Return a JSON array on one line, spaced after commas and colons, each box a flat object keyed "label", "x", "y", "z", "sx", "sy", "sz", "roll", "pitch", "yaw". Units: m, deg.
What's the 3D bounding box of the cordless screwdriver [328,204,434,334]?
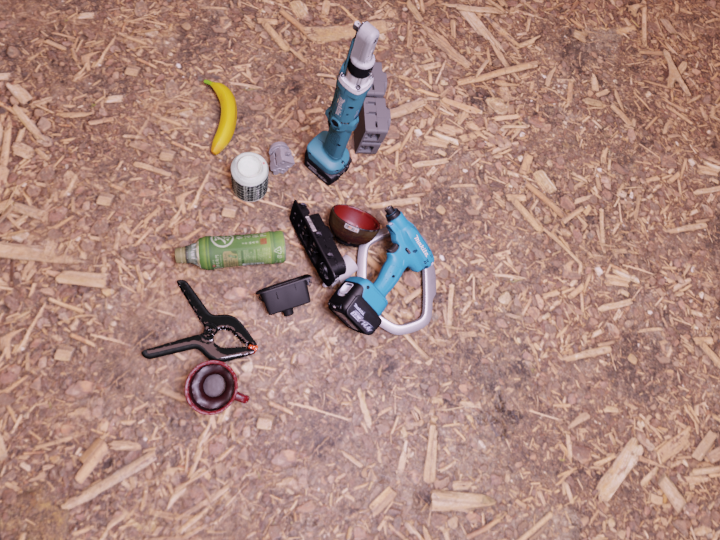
[{"label": "cordless screwdriver", "x": 0.036, "y": -0.003, "z": 0.857, "sx": 0.247, "sy": 0.078, "sz": 0.153, "roll": -47, "pitch": 114, "yaw": -20}]

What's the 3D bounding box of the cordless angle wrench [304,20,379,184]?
[{"label": "cordless angle wrench", "x": -0.033, "y": -0.294, "z": 0.798, "sx": 0.098, "sy": 0.423, "sz": 0.074, "roll": 43, "pitch": 71, "yaw": -1}]

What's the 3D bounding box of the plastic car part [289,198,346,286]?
[{"label": "plastic car part", "x": -0.087, "y": -0.057, "z": 0.889, "sx": 0.064, "sy": 0.066, "sz": 0.211, "roll": -7, "pitch": 57, "yaw": -32}]

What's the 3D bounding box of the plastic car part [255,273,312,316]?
[{"label": "plastic car part", "x": -0.151, "y": 0.056, "z": 0.874, "sx": 0.115, "sy": 0.067, "sz": 0.070, "roll": -21, "pitch": 94, "yaw": -11}]

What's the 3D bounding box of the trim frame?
[{"label": "trim frame", "x": 0.082, "y": 0.016, "z": 0.933, "sx": 0.182, "sy": 0.027, "sz": 0.253, "roll": 2, "pitch": 71, "yaw": -7}]
